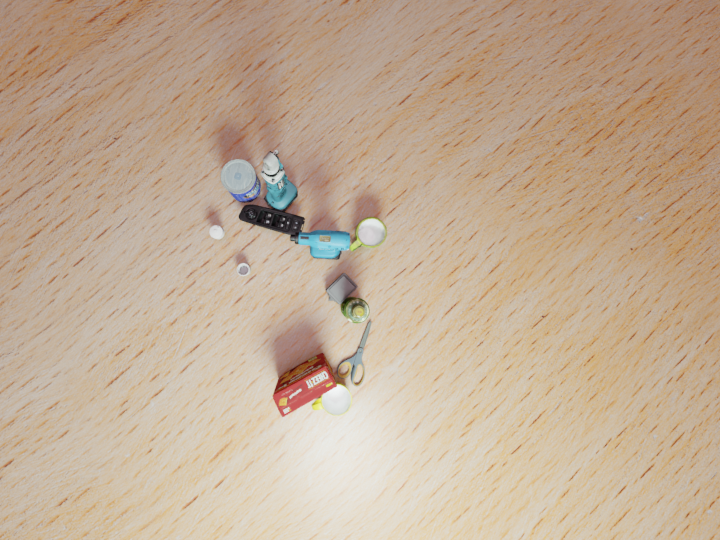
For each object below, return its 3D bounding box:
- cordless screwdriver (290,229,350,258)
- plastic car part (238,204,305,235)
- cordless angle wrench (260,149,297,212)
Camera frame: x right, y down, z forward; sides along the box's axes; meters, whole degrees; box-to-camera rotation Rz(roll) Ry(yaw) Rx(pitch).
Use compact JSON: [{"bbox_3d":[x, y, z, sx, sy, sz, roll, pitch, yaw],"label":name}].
[{"bbox_3d":[-0.120,-0.078,1.224,0.158,0.249,0.075,3,87,-5],"label":"cordless screwdriver"},{"bbox_3d":[-0.277,-0.157,1.320,0.203,0.067,0.066,15,85,0],"label":"plastic car part"},{"bbox_3d":[-0.229,-0.241,1.152,0.074,0.423,0.098,40,84,-3],"label":"cordless angle wrench"}]
